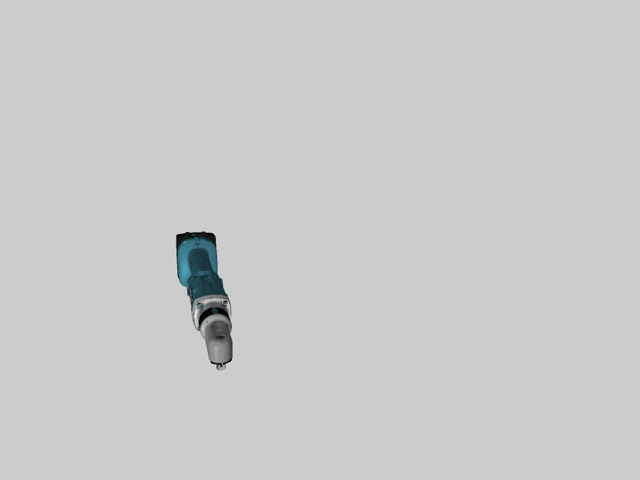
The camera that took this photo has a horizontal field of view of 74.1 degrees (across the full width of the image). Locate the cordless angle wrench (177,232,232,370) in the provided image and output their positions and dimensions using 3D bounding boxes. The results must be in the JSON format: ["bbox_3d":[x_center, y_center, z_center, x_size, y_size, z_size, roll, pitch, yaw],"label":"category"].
[{"bbox_3d":[-0.183,0.076,0.671,0.074,0.098,0.422,-3,15,-20],"label":"cordless angle wrench"}]
